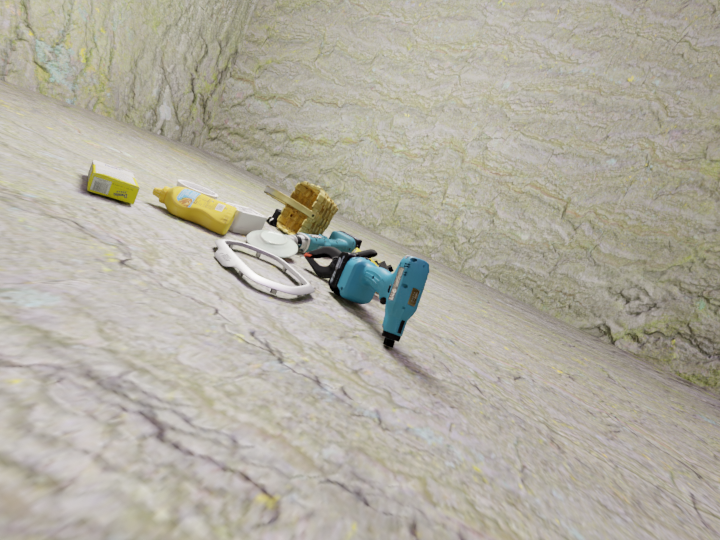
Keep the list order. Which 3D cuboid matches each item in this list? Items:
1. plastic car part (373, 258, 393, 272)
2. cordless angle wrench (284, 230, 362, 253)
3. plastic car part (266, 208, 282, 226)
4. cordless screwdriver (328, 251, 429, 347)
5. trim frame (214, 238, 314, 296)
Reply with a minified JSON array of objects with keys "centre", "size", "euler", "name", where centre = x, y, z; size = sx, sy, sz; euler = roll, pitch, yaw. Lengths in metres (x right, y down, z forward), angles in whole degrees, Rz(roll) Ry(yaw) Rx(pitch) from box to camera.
[{"centre":[0.062,0.011,1.190],"size":[0.068,0.065,0.203],"euler":[-17,11,7],"name":"plastic car part"},{"centre":[-0.124,-0.081,1.270],"size":[0.102,0.074,0.406],"euler":[28,13,22],"name":"cordless angle wrench"},{"centre":[-0.257,-0.176,1.447],"size":[0.111,0.070,0.069],"euler":[16,14,-28],"name":"plastic car part"},{"centre":[0.022,0.045,0.819],"size":[0.071,0.159,0.260],"euler":[23,-7,-29],"name":"cordless screwdriver"},{"centre":[-0.193,-0.007,0.828],"size":[0.174,0.027,0.263],"euler":[17,14,-42],"name":"trim frame"}]
